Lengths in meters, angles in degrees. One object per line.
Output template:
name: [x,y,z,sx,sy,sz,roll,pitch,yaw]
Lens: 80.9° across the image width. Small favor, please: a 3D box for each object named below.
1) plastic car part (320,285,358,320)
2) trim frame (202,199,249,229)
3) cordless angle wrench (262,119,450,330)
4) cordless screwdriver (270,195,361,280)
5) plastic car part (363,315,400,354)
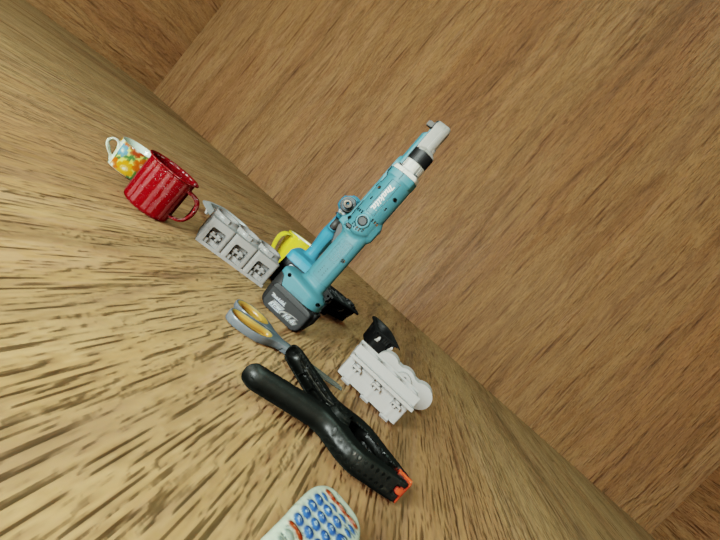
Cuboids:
plastic car part: [-0.060,0.079,0.981,0.070,0.067,0.193,43,4,28]
trim frame: [-0.278,-0.081,0.964,0.174,0.027,0.263,37,5,-47]
cordless angle wrench: [0.004,-0.080,0.717,0.100,0.423,0.073,42,4,10]
cordless screwdriver: [-0.087,-0.057,0.885,0.075,0.249,0.158,41,4,1]
plastic car part: [0.035,0.159,0.966,0.065,0.071,0.119,40,4,-12]
